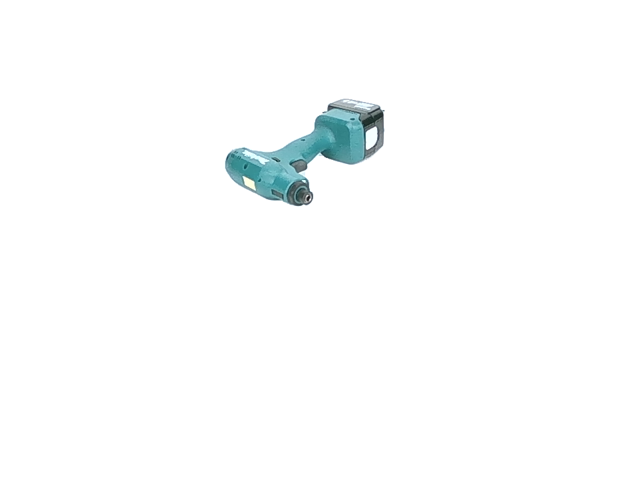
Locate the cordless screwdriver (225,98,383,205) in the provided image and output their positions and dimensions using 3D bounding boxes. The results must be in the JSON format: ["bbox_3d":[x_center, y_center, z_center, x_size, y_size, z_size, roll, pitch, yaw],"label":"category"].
[{"bbox_3d":[0.002,-0.129,0.623,0.247,0.074,0.160,-33,45,-31],"label":"cordless screwdriver"}]
